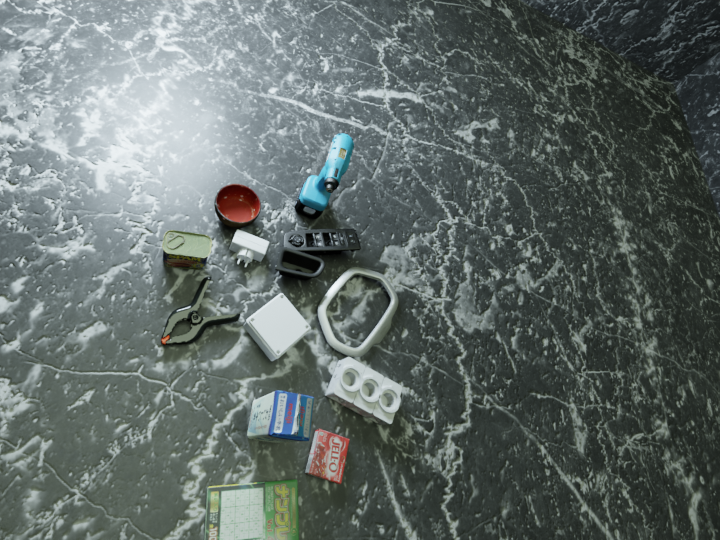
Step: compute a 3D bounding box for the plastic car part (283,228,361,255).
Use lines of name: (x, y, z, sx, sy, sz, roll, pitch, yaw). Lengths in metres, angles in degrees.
plastic car part: (-0.106, -0.069, 1.083, 0.196, 0.067, 0.068, -1, 68, -23)

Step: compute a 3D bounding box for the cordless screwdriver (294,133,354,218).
cordless screwdriver: (-0.095, -0.207, 1.048, 0.072, 0.251, 0.162, 22, 60, -16)

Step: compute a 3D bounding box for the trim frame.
trim frame: (-0.002, 0.100, 1.064, 0.184, 0.028, 0.247, 39, 57, 0)

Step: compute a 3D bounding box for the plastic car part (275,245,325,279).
plastic car part: (-0.153, -0.005, 1.029, 0.113, 0.071, 0.067, 17, 61, -15)
